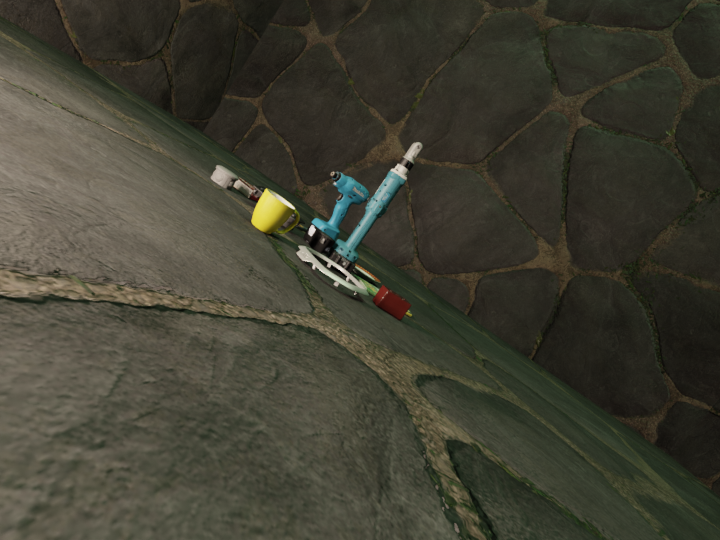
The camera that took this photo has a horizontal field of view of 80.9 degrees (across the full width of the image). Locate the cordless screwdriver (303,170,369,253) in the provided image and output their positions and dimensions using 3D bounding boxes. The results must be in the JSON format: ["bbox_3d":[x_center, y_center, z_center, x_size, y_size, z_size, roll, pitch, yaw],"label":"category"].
[{"bbox_3d":[-0.091,-0.186,1.341,0.150,0.249,0.079,29,9,-42],"label":"cordless screwdriver"}]

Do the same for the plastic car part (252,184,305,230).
[{"bbox_3d":[-0.268,-0.195,1.346,0.209,0.067,0.064,36,7,16],"label":"plastic car part"}]

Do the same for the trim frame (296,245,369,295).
[{"bbox_3d":[-0.074,-0.001,1.047,0.175,0.027,0.260,30,7,-29],"label":"trim frame"}]

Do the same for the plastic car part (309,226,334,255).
[{"bbox_3d":[-0.117,-0.077,1.201,0.065,0.071,0.119,33,6,-13],"label":"plastic car part"}]

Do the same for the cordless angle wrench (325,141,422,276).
[{"bbox_3d":[0.046,-0.179,1.193,0.073,0.423,0.100,33,7,-13],"label":"cordless angle wrench"}]
